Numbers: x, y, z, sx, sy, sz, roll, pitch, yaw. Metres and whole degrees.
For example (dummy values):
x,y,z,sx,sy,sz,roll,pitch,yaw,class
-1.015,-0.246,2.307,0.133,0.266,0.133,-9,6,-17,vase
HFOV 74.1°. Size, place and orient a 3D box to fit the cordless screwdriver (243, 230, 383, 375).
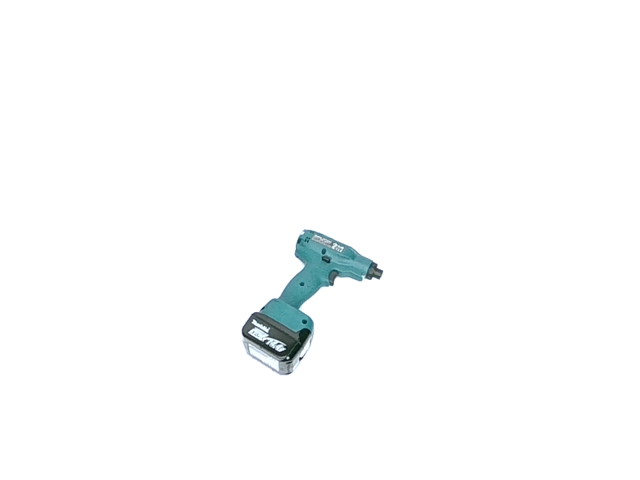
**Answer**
x,y,z,sx,sy,sz,roll,pitch,yaw,class
-0.008,0.100,0.696,0.159,0.247,0.074,23,-35,13,cordless screwdriver
